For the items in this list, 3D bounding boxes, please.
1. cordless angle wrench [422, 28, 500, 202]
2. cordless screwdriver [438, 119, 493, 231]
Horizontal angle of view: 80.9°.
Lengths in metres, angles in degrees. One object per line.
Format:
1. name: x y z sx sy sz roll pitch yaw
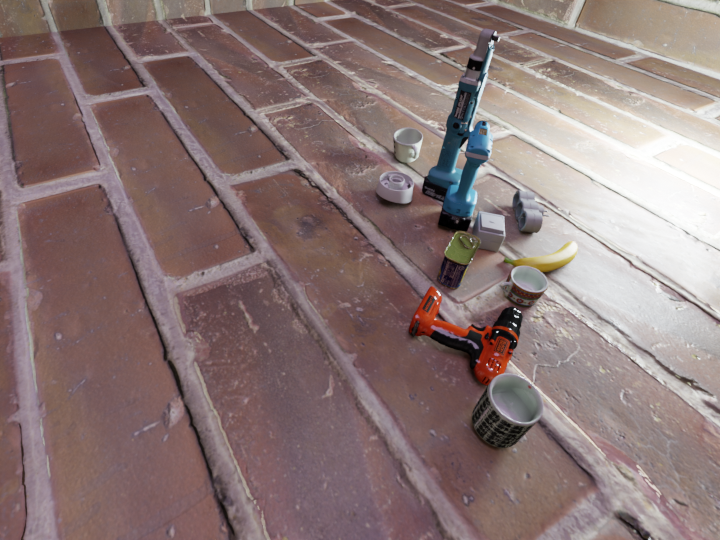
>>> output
1. cordless angle wrench: 0.243 -0.358 1.025 0.102 0.412 0.073 29 48 20
2. cordless screwdriver: 0.257 -0.226 1.013 0.076 0.242 0.160 16 45 7
